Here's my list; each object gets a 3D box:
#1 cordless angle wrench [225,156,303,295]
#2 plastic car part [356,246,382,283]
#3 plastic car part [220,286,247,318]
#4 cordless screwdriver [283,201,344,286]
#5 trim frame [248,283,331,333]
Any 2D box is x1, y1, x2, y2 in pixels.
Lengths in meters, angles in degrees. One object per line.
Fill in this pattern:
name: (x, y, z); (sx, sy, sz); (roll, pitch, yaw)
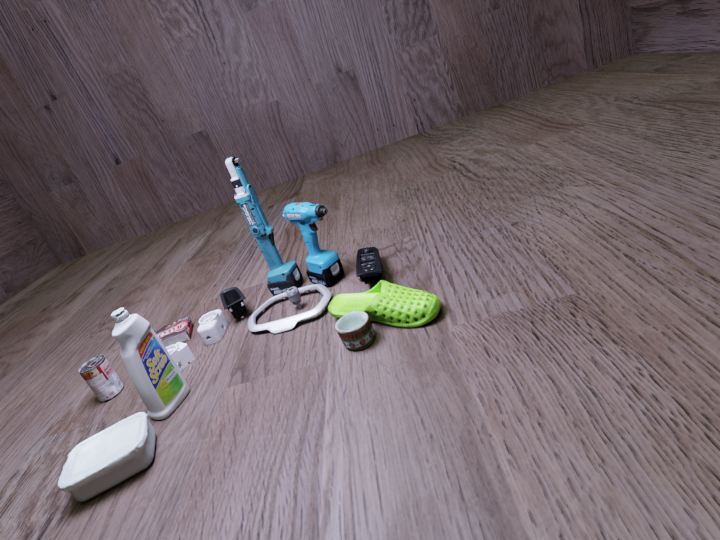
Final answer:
cordless angle wrench: (-0.288, -0.125, 1.214); (0.101, 0.410, 0.074); (-10, 23, 26)
plastic car part: (0.027, -0.012, 1.138); (0.067, 0.065, 0.208); (-19, 25, 7)
plastic car part: (-0.365, 0.099, 1.235); (0.065, 0.068, 0.122); (-28, 25, -16)
cordless screwdriver: (-0.115, -0.075, 1.173); (0.167, 0.241, 0.073); (5, 33, 47)
trim frame: (-0.192, 0.102, 1.137); (0.253, 0.026, 0.187); (-16, 25, 14)
